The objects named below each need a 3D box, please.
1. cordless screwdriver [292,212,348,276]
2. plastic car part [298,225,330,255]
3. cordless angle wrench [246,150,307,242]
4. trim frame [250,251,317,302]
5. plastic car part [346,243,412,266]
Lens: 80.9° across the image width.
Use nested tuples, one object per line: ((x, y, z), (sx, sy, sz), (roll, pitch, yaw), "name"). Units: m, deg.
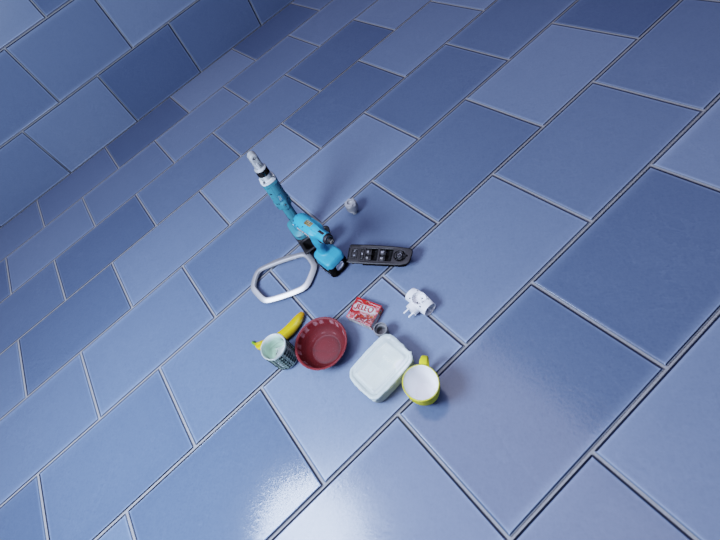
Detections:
((-0.106, -0.068, 1.307), (0.074, 0.236, 0.168), (-46, 53, -12), "cordless screwdriver")
((-0.142, -0.093, 1.449), (0.116, 0.067, 0.069), (-33, 51, -1), "plastic car part")
((-0.256, -0.229, 1.377), (0.074, 0.401, 0.103), (-35, 52, -4), "cordless angle wrench")
((-0.264, 0.020, 1.453), (0.251, 0.026, 0.192), (-21, 52, 9), "trim frame")
((0.063, -0.038, 1.323), (0.211, 0.063, 0.067), (1, 58, 24), "plastic car part")
